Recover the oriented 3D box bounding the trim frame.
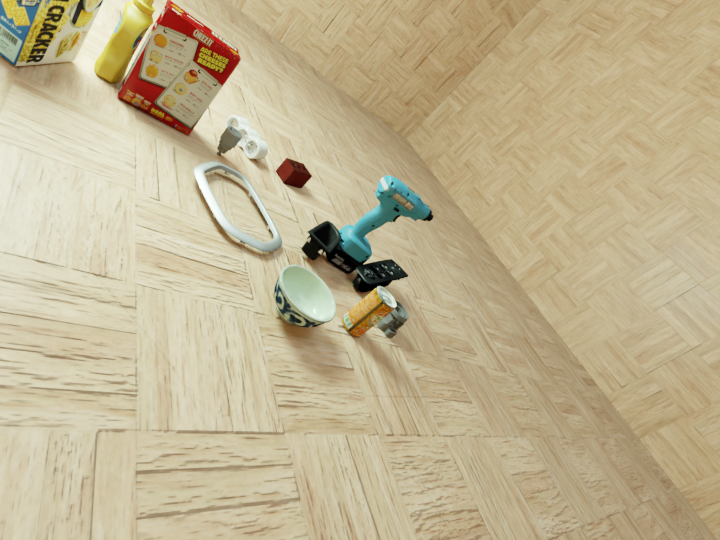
[{"bbox_3d":[-0.249,-0.134,0.871,0.176,0.028,0.258,3,47,-57],"label":"trim frame"}]

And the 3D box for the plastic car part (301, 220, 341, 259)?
[{"bbox_3d":[-0.093,-0.061,0.947,0.066,0.071,0.115,45,24,-2],"label":"plastic car part"}]

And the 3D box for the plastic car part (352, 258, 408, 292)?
[{"bbox_3d":[0.040,0.015,1.041,0.068,0.068,0.195,53,25,16],"label":"plastic car part"}]

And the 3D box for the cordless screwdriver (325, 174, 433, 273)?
[{"bbox_3d":[0.040,-0.094,0.989,0.151,0.251,0.077,31,29,-30],"label":"cordless screwdriver"}]
